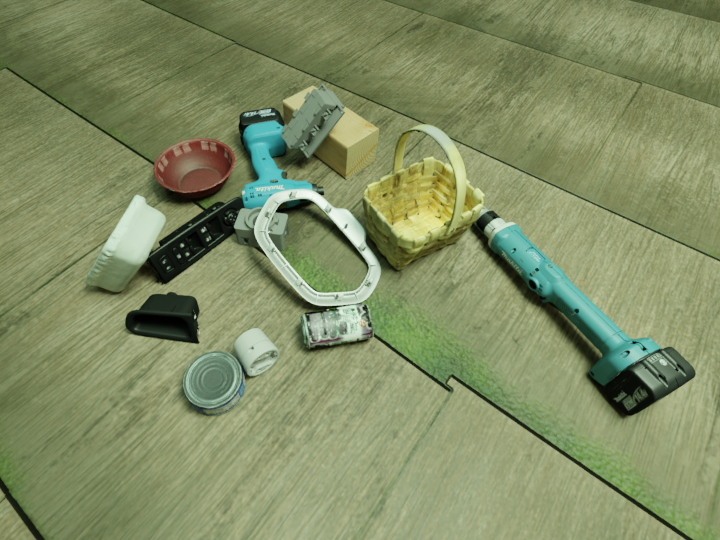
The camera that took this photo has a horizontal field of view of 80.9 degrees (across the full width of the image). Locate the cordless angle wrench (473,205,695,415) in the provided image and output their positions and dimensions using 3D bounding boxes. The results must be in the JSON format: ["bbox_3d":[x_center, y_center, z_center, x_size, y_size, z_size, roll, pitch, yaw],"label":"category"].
[{"bbox_3d":[0.301,0.016,0.687,0.073,0.094,0.445,-23,54,-14],"label":"cordless angle wrench"}]

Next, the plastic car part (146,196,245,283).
[{"bbox_3d":[-0.295,-0.065,0.767,0.200,0.063,0.071,-41,40,-24],"label":"plastic car part"}]

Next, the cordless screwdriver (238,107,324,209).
[{"bbox_3d":[-0.172,-0.231,0.879,0.157,0.072,0.258,-9,58,-8],"label":"cordless screwdriver"}]

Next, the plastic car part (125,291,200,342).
[{"bbox_3d":[-0.306,0.065,0.673,0.118,0.064,0.072,7,39,8],"label":"plastic car part"}]

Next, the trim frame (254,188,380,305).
[{"bbox_3d":[-0.072,-0.047,0.731,0.180,0.027,0.255,-32,73,-34],"label":"trim frame"}]
